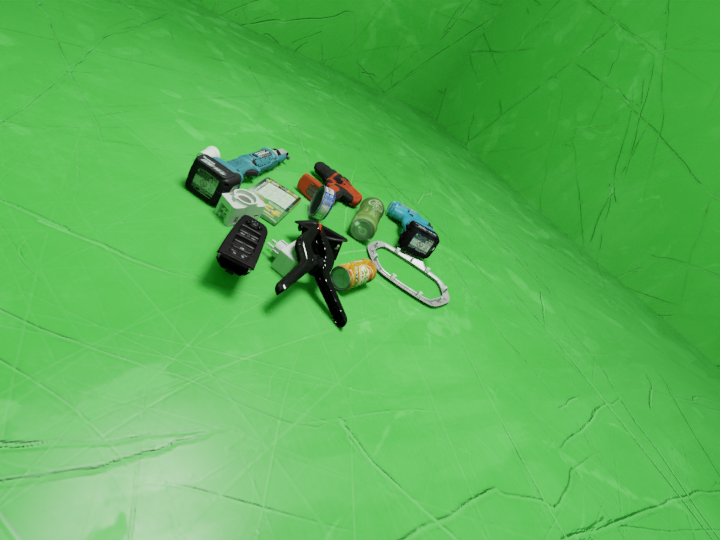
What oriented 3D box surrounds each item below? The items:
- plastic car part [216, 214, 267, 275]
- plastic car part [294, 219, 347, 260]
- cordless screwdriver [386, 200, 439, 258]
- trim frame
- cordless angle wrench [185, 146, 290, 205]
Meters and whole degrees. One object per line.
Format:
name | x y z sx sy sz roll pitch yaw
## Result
plastic car part | -0.214 -0.042 0.774 0.065 0.066 0.208 20 27 -12
plastic car part | -0.090 -0.059 0.916 0.123 0.070 0.063 33 25 34
cordless screwdriver | 0.169 -0.118 1.242 0.155 0.074 0.256 25 22 -16
trim frame | 0.124 0.003 1.078 0.250 0.027 0.184 31 28 2
cordless angle wrench | -0.274 -0.263 1.054 0.098 0.074 0.422 33 27 -2
